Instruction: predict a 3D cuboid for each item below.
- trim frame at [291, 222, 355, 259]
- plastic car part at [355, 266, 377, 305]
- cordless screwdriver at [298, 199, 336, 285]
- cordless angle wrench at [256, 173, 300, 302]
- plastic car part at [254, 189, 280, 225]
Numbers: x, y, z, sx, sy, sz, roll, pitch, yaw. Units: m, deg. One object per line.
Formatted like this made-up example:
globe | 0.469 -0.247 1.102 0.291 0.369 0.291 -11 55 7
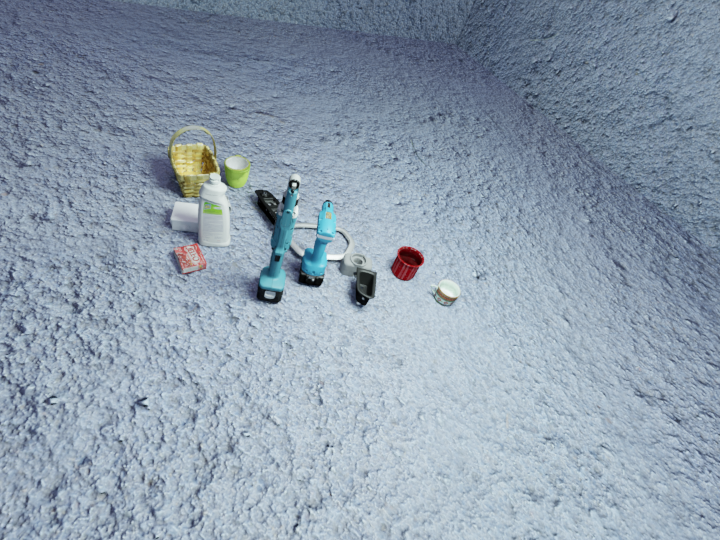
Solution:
trim frame | -0.137 -0.103 1.435 0.242 0.027 0.192 1 46 -17
plastic car part | 0.009 0.058 1.290 0.065 0.070 0.119 14 44 -7
cordless screwdriver | -0.123 -0.081 1.260 0.073 0.245 0.164 12 45 -12
cordless angle wrench | -0.208 -0.078 1.107 0.073 0.417 0.101 11 45 -12
plastic car part | -0.303 -0.209 1.460 0.064 0.066 0.213 -17 54 -32
